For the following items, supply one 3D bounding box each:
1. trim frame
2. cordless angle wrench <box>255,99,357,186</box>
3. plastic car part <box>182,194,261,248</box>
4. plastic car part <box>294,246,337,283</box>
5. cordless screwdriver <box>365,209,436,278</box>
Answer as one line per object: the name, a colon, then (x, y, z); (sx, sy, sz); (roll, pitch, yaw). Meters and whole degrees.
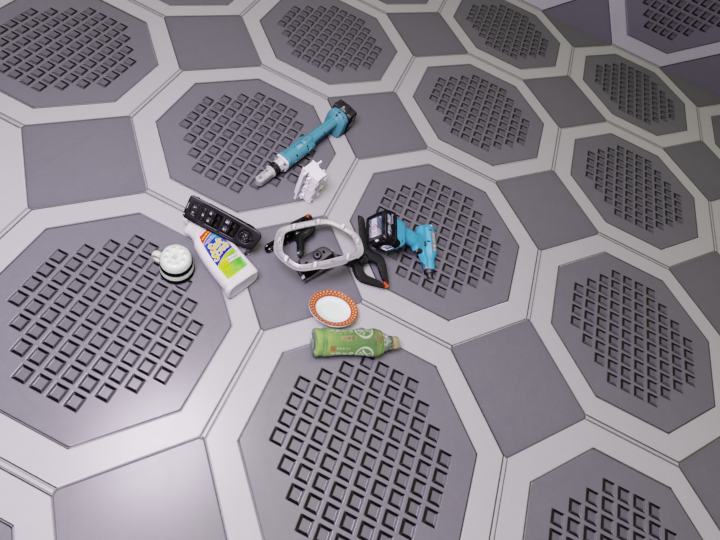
trim frame: (-0.107, -0.070, 1.095); (0.240, 0.027, 0.193); (-13, 50, -29)
cordless angle wrench: (-0.174, -0.392, 1.324); (0.075, 0.098, 0.419); (42, 63, 3)
plastic car part: (-0.349, -0.121, 1.087); (0.203, 0.067, 0.066); (29, 101, -1)
plastic car part: (-0.119, -0.028, 1.120); (0.116, 0.069, 0.068); (-33, 77, -6)
cordless screwdriver: (0.126, -0.071, 1.181); (0.236, 0.077, 0.162); (13, 67, -40)
